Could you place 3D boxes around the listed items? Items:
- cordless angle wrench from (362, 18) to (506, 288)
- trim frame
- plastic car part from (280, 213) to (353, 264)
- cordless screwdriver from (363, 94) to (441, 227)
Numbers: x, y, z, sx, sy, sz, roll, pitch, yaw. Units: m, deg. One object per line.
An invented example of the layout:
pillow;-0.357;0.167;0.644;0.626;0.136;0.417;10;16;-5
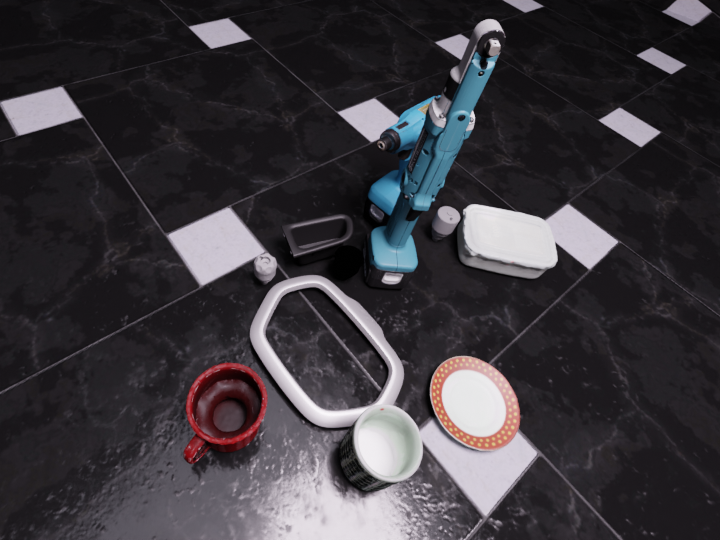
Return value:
cordless angle wrench;0.083;-0.120;0.569;0.073;0.416;0.101;6;55;-11
trim frame;-0.049;0.110;0.621;0.180;0.027;0.259;-33;65;-28
plastic car part;-0.069;-0.045;0.705;0.114;0.069;0.069;-14;59;-19
cordless screwdriver;0.062;-0.159;0.701;0.156;0.244;0.077;-36;70;-31
